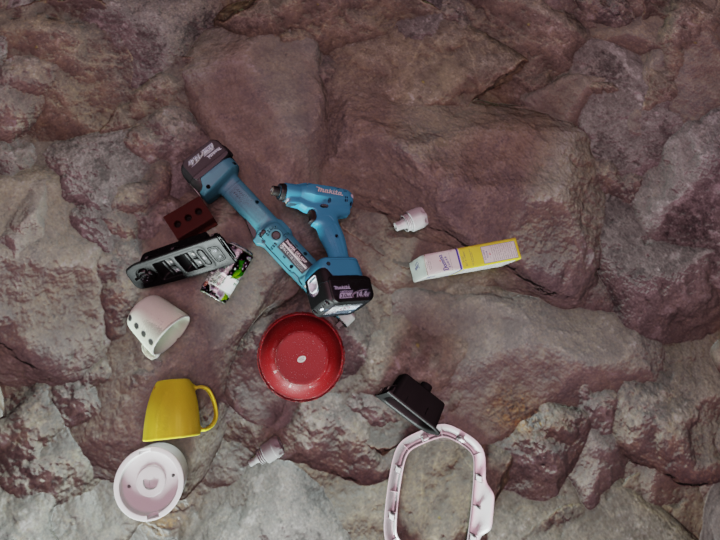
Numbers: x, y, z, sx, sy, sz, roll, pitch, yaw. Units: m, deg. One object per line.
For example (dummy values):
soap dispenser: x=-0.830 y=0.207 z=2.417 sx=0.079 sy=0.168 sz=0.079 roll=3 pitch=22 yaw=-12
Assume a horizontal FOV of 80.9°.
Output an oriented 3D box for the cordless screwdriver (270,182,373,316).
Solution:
cordless screwdriver: x=-0.073 y=-0.047 z=0.742 sx=0.152 sy=0.075 sz=0.257 roll=5 pitch=60 yaw=-29

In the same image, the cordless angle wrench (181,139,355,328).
cordless angle wrench: x=-0.160 y=-0.061 z=0.789 sx=0.097 sy=0.074 sz=0.426 roll=-43 pitch=86 yaw=-12

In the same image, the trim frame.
trim frame: x=0.137 y=0.397 z=0.730 sx=0.183 sy=0.027 sz=0.251 roll=11 pitch=76 yaw=-2

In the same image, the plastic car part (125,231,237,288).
plastic car part: x=-0.322 y=-0.024 z=0.751 sx=0.205 sy=0.063 sz=0.070 roll=-19 pitch=50 yaw=9

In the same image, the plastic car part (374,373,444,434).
plastic car part: x=0.097 y=0.228 z=0.750 sx=0.117 sy=0.066 sz=0.071 roll=34 pitch=63 yaw=1
